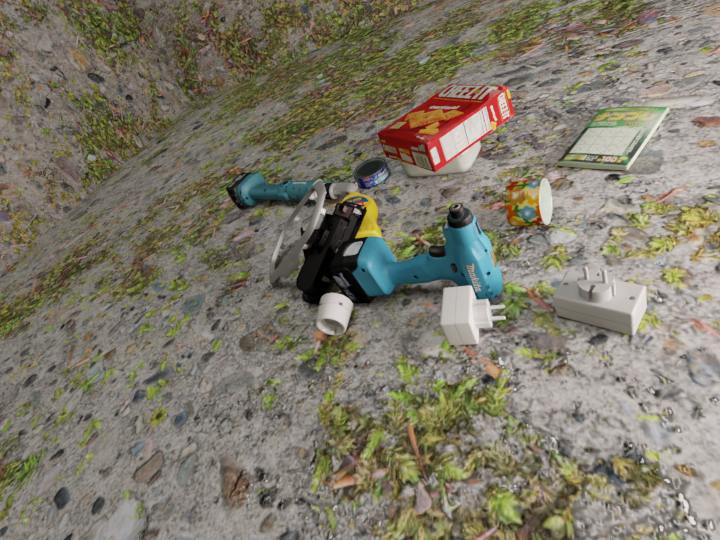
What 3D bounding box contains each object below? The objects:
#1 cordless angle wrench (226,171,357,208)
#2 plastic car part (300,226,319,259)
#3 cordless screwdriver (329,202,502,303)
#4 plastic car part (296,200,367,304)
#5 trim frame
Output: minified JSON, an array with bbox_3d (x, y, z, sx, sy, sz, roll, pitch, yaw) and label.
[{"bbox_3d":[-0.186,-0.210,1.113,0.445,0.071,0.098,9,50,38],"label":"cordless angle wrench"},{"bbox_3d":[-0.085,-0.056,0.869,0.071,0.063,0.120,-11,33,0],"label":"plastic car part"},{"bbox_3d":[0.068,-0.021,0.634,0.260,0.152,0.074,-3,41,35],"label":"cordless screwdriver"},{"bbox_3d":[-0.060,-0.034,0.763,0.070,0.063,0.203,21,89,33],"label":"plastic car part"},{"bbox_3d":[-0.126,-0.072,0.837,0.251,0.026,0.189,-43,31,41],"label":"trim frame"}]
